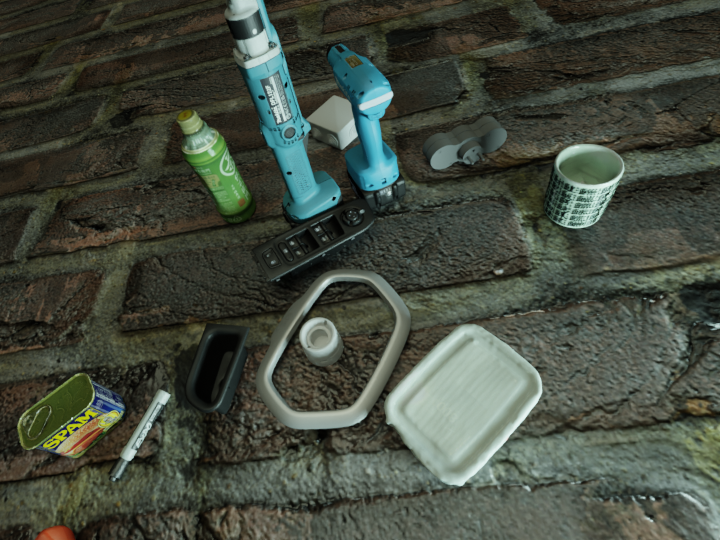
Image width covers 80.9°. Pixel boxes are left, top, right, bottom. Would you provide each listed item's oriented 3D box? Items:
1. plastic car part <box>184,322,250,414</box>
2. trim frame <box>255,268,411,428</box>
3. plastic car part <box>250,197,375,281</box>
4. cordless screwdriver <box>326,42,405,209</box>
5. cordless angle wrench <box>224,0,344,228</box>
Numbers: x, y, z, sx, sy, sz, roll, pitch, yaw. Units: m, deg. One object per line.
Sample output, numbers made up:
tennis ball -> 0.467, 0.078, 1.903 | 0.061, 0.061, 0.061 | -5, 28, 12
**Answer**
plastic car part -> -0.187, 0.139, 0.571 | 0.068, 0.068, 0.119 | 1, 56, 13
trim frame -> -0.038, 0.099, 0.587 | 0.192, 0.026, 0.249 | 18, 62, 24
plastic car part -> -0.065, -0.043, 0.668 | 0.201, 0.064, 0.070 | -31, 55, -8
cordless screwdriver -> 0.003, -0.223, 0.668 | 0.074, 0.238, 0.167 | -23, 55, -6
cordless angle wrench -> -0.105, -0.200, 0.576 | 0.097, 0.405, 0.078 | -30, 56, -10
